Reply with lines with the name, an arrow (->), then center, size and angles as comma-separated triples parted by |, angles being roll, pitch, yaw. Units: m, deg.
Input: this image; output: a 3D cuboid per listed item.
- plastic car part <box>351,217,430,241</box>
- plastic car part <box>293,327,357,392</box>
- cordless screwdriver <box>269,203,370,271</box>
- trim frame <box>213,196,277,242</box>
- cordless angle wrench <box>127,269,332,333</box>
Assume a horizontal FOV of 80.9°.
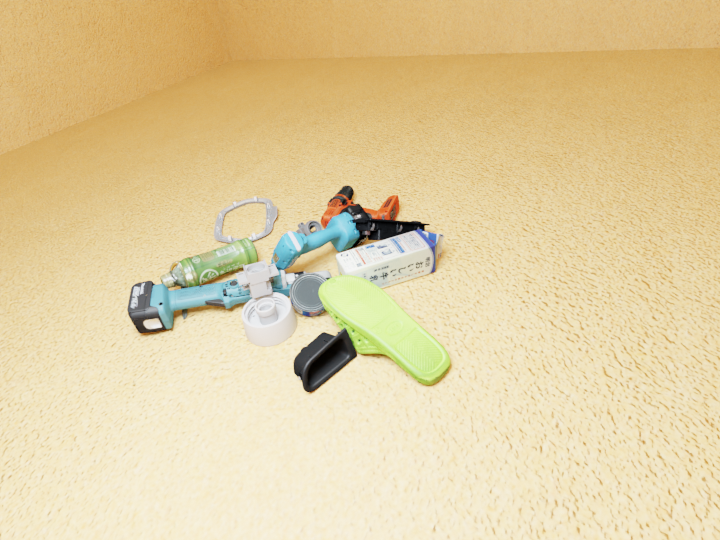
plastic car part -> 0.079, -0.090, 0.964 | 0.194, 0.067, 0.069 | -5, -3, -34
plastic car part -> -0.075, 0.151, 0.748 | 0.114, 0.064, 0.075 | -35, 29, -25
cordless screwdriver -> -0.096, -0.063, 0.984 | 0.241, 0.160, 0.076 | -24, 78, -33
trim frame -> -0.328, -0.150, 1.213 | 0.184, 0.026, 0.258 | -11, 36, -2
cordless angle wrench -> -0.270, 0.047, 0.910 | 0.419, 0.072, 0.102 | -10, 45, -6
